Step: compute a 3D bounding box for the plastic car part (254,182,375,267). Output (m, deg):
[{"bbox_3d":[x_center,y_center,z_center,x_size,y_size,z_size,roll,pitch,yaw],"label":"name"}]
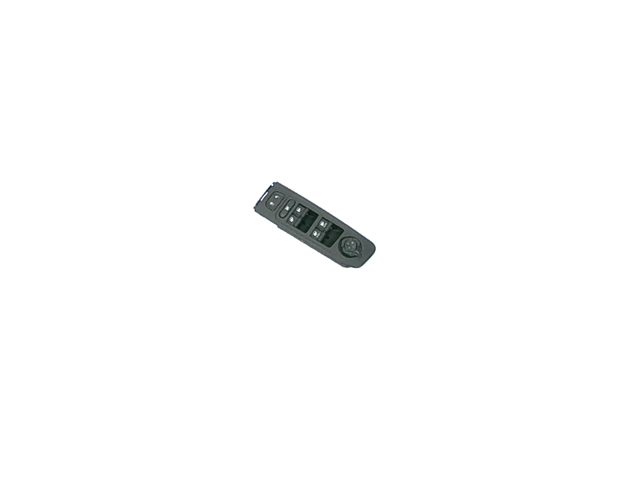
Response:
[{"bbox_3d":[-0.009,-0.013,0.702,0.203,0.066,0.067,29,-31,11],"label":"plastic car part"}]
